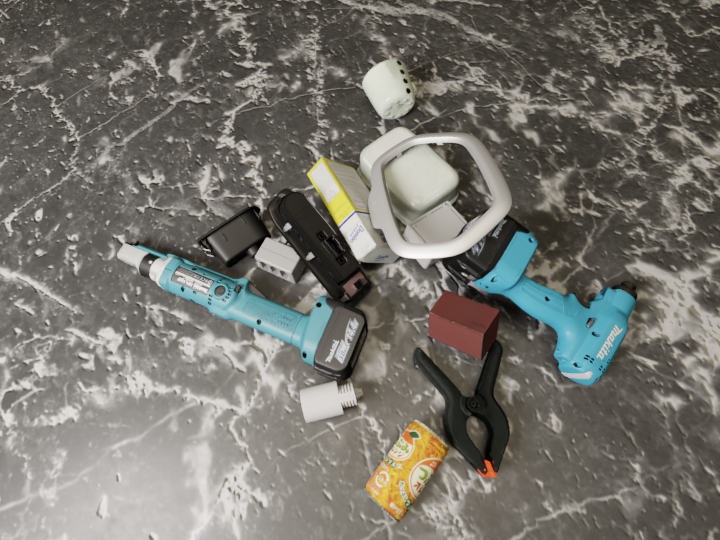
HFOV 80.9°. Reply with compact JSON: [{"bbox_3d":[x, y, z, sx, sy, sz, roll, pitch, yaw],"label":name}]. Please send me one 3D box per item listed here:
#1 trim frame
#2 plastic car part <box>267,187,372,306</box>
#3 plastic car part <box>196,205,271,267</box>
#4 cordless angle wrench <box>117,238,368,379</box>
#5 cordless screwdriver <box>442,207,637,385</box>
[{"bbox_3d":[0.098,-0.114,0.595,0.187,0.026,0.258,-19,51,11],"label":"trim frame"},{"bbox_3d":[-0.061,-0.040,0.622,0.065,0.067,0.205,-39,85,-18],"label":"plastic car part"},{"bbox_3d":[-0.194,-0.048,0.685,0.115,0.066,0.072,-34,83,-14],"label":"plastic car part"},{"bbox_3d":[-0.200,0.039,0.636,0.437,0.072,0.098,19,69,17],"label":"cordless angle wrench"},{"bbox_3d":[0.249,0.012,0.572,0.251,0.074,0.158,41,73,3],"label":"cordless screwdriver"}]
